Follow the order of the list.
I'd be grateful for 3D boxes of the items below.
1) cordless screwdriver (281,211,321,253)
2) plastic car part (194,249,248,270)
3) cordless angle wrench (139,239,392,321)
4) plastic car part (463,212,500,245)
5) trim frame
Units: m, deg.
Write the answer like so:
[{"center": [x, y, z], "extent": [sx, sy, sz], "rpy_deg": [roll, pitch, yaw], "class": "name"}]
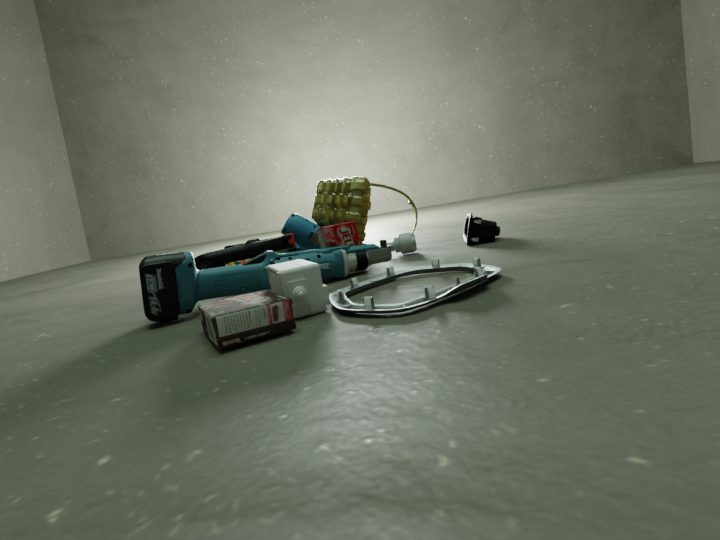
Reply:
[{"center": [-0.091, -0.059, 0.928], "extent": [0.158, 0.074, 0.251], "rpy_deg": [30, -2, -6], "class": "cordless screwdriver"}, {"center": [-0.303, -0.019, 1.007], "extent": [0.203, 0.066, 0.067], "rpy_deg": [-9, -2, 1], "class": "plastic car part"}, {"center": [-0.130, -0.001, 0.691], "extent": [0.410, 0.097, 0.077], "rpy_deg": [-9, 6, -24], "class": "cordless angle wrench"}, {"center": [0.255, -0.086, 0.885], "extent": [0.073, 0.065, 0.114], "rpy_deg": [8, 9, 13], "class": "plastic car part"}, {"center": [0.071, 0.015, 0.559], "extent": [0.239, 0.027, 0.193], "rpy_deg": [-15, 12, -37], "class": "trim frame"}]
